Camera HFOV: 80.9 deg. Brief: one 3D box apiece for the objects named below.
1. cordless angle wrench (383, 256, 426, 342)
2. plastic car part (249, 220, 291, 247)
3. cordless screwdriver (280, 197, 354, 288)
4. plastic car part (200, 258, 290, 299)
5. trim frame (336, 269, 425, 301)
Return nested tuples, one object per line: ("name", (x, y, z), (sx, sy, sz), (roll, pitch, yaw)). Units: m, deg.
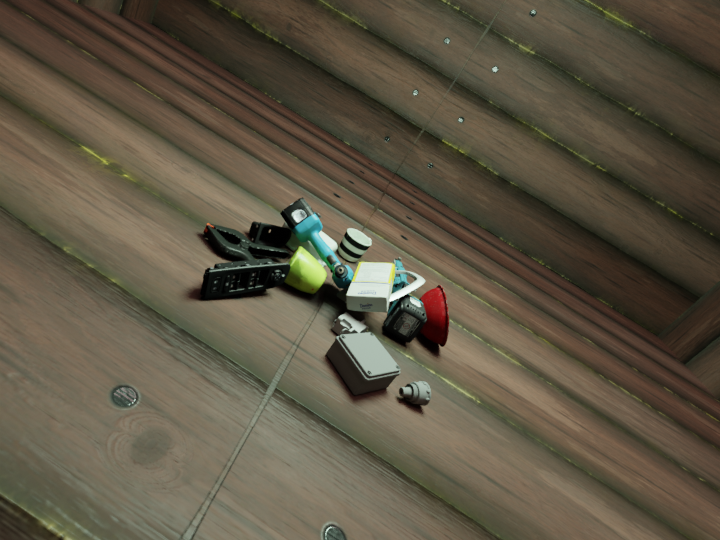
("cordless angle wrench", (0.113, 0.054, 1.213), (0.073, 0.098, 0.429), (29, 19, -10))
("plastic car part", (-0.248, -0.100, 1.119), (0.075, 0.065, 0.111), (30, 15, 33))
("cordless screwdriver", (-0.102, -0.067, 1.047), (0.255, 0.074, 0.156), (53, -4, 12))
("plastic car part", (-0.238, 0.010, 0.869), (0.194, 0.065, 0.071), (-5, 26, -41))
("trim frame", (0.054, 0.043, 1.093), (0.194, 0.027, 0.241), (9, 26, 43))
